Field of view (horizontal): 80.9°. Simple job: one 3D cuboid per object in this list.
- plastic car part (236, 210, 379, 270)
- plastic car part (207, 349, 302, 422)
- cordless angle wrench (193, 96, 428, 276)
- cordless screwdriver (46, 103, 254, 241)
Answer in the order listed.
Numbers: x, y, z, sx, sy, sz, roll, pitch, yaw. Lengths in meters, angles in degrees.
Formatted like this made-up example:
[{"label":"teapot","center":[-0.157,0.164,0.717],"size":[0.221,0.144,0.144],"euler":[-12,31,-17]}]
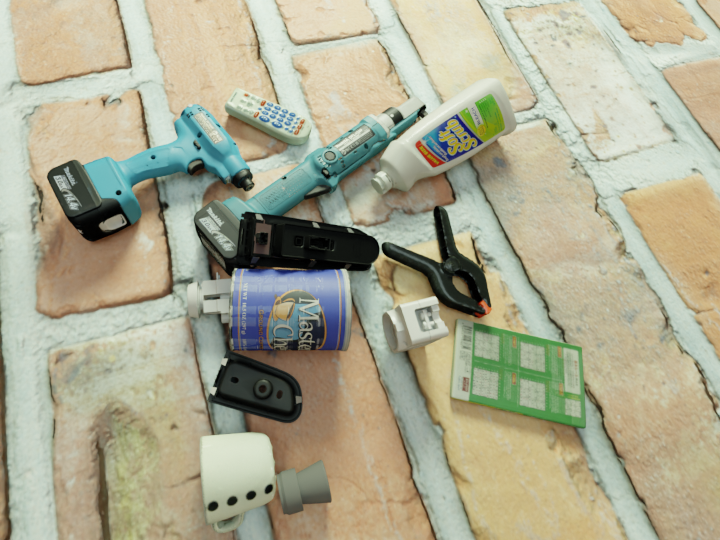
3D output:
[{"label":"plastic car part","center":[-0.054,-0.035,0.551],"size":[0.193,0.070,0.067],"euler":[6,81,-35]},{"label":"plastic car part","center":[-0.123,0.141,0.508],"size":[0.117,0.070,0.066],"euler":[17,70,3]},{"label":"cordless angle wrench","center":[-0.049,-0.154,0.634],"size":[0.418,0.074,0.100],"euler":[-41,79,-21]},{"label":"cordless screwdriver","center":[-0.284,-0.127,0.599],"size":[0.245,0.074,0.163],"euler":[-36,77,-21]}]
